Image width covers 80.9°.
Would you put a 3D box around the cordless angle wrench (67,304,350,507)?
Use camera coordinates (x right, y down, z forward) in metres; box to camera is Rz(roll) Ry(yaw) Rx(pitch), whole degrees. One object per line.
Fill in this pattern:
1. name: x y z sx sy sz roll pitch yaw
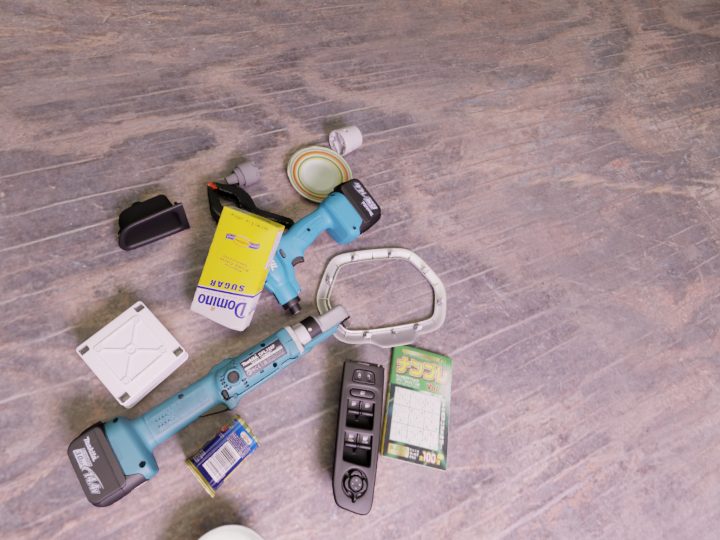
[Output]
1. cordless angle wrench: -0.188 0.163 0.621 0.415 0.074 0.100 -31 77 -24

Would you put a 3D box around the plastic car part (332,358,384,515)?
1. plastic car part: -0.010 0.242 0.628 0.064 0.067 0.207 14 59 -17

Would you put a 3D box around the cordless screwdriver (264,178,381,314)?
1. cordless screwdriver: -0.072 -0.047 0.737 0.244 0.075 0.160 -32 88 -24

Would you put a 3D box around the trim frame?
1. trim frame: 0.043 0.045 0.759 0.242 0.027 0.189 -5 68 -17

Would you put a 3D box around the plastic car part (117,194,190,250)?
1. plastic car part: -0.361 -0.090 0.717 0.114 0.064 0.074 -24 60 -19
